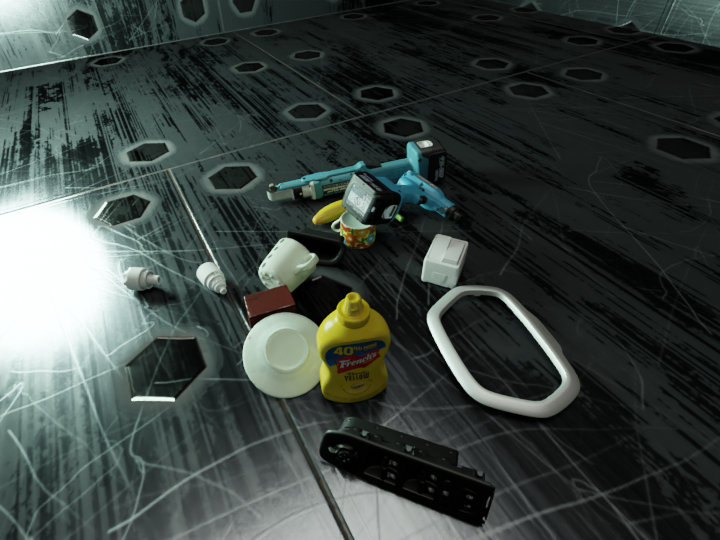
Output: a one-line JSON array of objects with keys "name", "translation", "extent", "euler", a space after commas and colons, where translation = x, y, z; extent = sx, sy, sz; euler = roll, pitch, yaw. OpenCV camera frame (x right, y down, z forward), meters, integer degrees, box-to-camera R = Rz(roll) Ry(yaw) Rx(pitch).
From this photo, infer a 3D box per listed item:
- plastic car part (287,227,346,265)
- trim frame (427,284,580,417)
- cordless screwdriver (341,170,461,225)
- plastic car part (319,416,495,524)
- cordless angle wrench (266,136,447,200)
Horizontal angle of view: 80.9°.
[{"name": "plastic car part", "translation": [-0.082, -0.054, 0.839], "extent": [0.118, 0.064, 0.071], "euler": [8, 29, 7]}, {"name": "trim frame", "translation": [0.213, 0.112, 0.653], "extent": [0.182, 0.026, 0.261], "euler": [-14, 42, -10]}, {"name": "cordless screwdriver", "translation": [0.091, -0.142, 0.866], "extent": [0.239, 0.073, 0.167], "euler": [-16, 49, -45]}, {"name": "plastic car part", "translation": [0.050, 0.227, 0.512], "extent": [0.208, 0.064, 0.067], "euler": [10, 33, 15]}, {"name": "cordless angle wrench", "translation": [-0.011, -0.221, 1.000], "extent": [0.421, 0.094, 0.078], "euler": [-13, 43, -4]}]
